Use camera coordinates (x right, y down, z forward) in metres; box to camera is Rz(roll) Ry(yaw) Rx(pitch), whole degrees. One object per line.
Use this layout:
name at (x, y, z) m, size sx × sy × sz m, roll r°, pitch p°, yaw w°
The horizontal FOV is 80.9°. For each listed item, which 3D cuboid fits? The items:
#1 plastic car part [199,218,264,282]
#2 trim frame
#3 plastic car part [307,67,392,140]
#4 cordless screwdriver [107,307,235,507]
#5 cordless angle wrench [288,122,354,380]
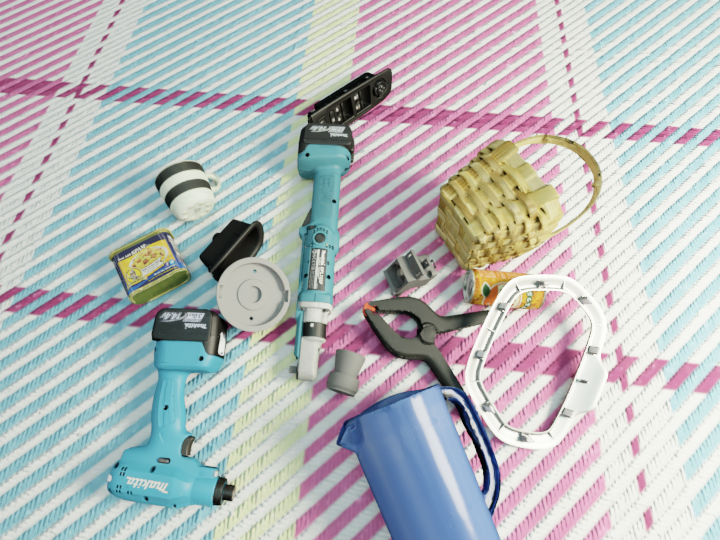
plastic car part at (-0.215, -0.036, 0.688) m, size 0.074 × 0.063 × 0.116 m, roll 20°, pitch 64°, yaw 23°
trim frame at (0.250, 0.121, 0.584) m, size 0.183 × 0.027 × 0.249 m, roll 30°, pitch 78°, yaw -3°
plastic car part at (-0.024, -0.324, 0.813) m, size 0.201 × 0.063 × 0.071 m, roll -35°, pitch 46°, yaw -12°
cordless screwdriver at (-0.230, 0.181, 0.579) m, size 0.160 × 0.073 × 0.253 m, roll 5°, pitch 70°, yaw 3°
cordless angle wrench at (-0.066, -0.043, 0.679) m, size 0.098 × 0.072 × 0.431 m, roll 2°, pitch 68°, yaw 1°
